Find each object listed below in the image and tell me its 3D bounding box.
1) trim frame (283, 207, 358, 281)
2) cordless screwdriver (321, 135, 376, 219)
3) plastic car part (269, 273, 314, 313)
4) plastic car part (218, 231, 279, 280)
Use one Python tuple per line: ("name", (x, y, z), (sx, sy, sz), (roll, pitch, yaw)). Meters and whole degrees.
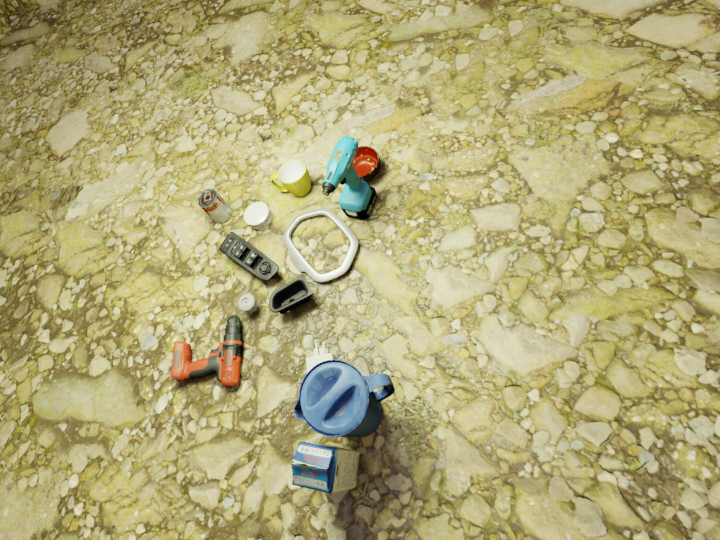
("trim frame", (-0.115, -0.075, 1.180), (0.184, 0.026, 0.261), (-40, 60, -4))
("cordless screwdriver", (-0.033, -0.211, 1.098), (0.077, 0.237, 0.160), (15, 70, 20))
("plastic car part", (-0.178, 0.074, 1.102), (0.117, 0.068, 0.069), (-30, 61, 1))
("plastic car part", (-0.309, -0.030, 1.198), (0.213, 0.064, 0.066), (31, 77, 28))
